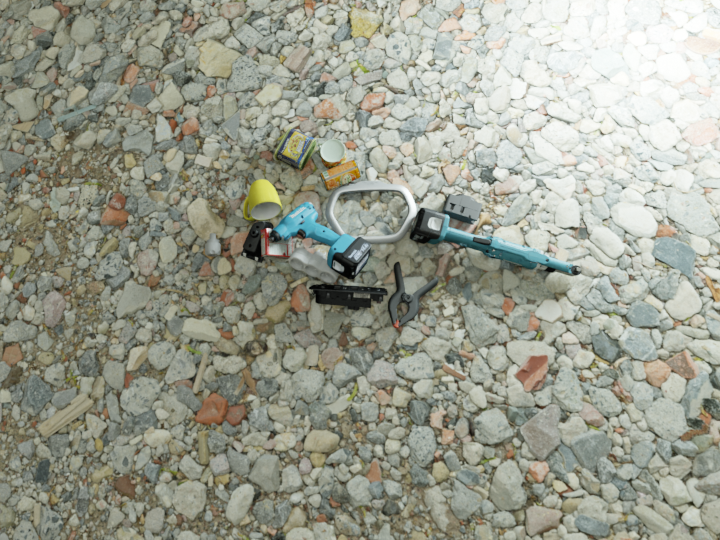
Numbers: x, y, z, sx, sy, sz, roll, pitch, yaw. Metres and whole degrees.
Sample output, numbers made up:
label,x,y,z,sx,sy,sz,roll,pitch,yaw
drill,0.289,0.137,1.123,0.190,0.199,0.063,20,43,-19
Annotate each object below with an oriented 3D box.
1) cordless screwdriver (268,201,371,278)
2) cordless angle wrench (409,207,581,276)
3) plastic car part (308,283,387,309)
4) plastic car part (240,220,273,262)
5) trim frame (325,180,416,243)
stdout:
label,x,y,z,sx,sy,sz,roll,pitch,yaw
cordless screwdriver,-0.107,-0.070,1.093,0.259,0.072,0.157,35,57,20
cordless angle wrench,0.344,-0.059,1.081,0.427,0.096,0.075,18,81,5
plastic car part,-0.035,0.067,1.105,0.205,0.066,0.066,7,106,6
plastic car part,-0.286,-0.088,1.155,0.067,0.070,0.117,19,84,6
trim frame,0.027,-0.162,1.161,0.251,0.027,0.186,-2,79,7
